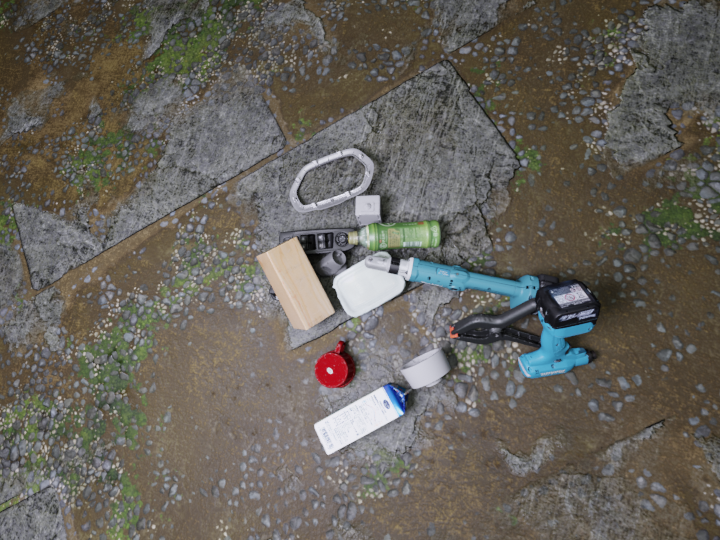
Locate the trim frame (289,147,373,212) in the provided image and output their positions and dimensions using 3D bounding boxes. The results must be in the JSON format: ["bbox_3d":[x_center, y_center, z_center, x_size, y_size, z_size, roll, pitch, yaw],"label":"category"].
[{"bbox_3d":[-0.082,-0.241,1.129,0.255,0.026,0.190,-14,60,19],"label":"trim frame"}]

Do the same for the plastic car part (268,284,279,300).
[{"bbox_3d":[-0.203,0.022,1.107,0.068,0.068,0.117,20,80,15],"label":"plastic car part"}]

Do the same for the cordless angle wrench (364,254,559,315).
[{"bbox_3d":[0.219,0.019,0.968,0.429,0.095,0.075,12,72,7],"label":"cordless angle wrench"}]

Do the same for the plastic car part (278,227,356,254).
[{"bbox_3d":[-0.108,-0.071,1.106,0.206,0.065,0.067,-5,76,10],"label":"plastic car part"}]

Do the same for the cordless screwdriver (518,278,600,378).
[{"bbox_3d":[0.426,0.128,0.865,0.159,0.239,0.077,-9,42,0],"label":"cordless screwdriver"}]
